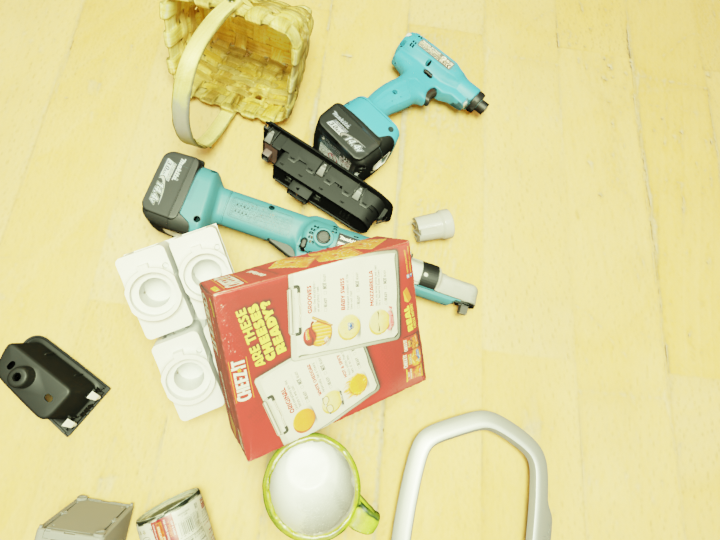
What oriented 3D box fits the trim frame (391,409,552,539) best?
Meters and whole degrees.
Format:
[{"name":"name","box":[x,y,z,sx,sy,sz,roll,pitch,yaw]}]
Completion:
[{"name":"trim frame","box":[0.129,0.287,0.476,0.184,0.027,0.251,14,72,0]}]

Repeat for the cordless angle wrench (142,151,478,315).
[{"name":"cordless angle wrench","box":[-0.052,-0.034,0.534,0.422,0.074,0.099,19,75,-2]}]

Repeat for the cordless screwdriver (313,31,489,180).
[{"name":"cordless screwdriver","box":[0.060,-0.218,0.594,0.161,0.074,0.247,41,71,6]}]

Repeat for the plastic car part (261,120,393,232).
[{"name":"plastic car part","box":[-0.050,-0.113,0.551,0.204,0.066,0.067,30,63,2]}]

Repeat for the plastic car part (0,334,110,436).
[{"name":"plastic car part","box":[-0.351,0.121,0.463,0.117,0.071,0.066,38,73,2]}]
